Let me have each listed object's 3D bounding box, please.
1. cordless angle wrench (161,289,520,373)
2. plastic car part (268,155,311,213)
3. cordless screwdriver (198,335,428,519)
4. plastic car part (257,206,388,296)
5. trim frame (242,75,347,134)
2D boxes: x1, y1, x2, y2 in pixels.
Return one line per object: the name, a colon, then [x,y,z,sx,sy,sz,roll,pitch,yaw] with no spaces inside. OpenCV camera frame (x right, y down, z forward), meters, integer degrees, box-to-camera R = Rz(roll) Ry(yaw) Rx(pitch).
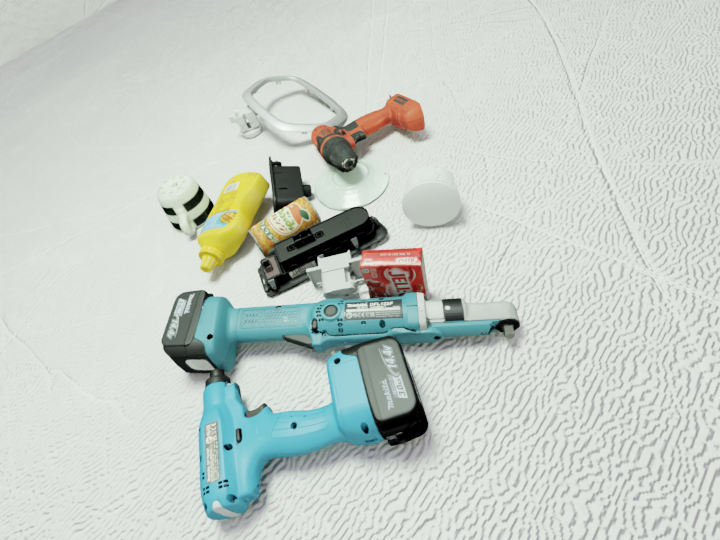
cordless angle wrench: [-0.033,0.066,0.523,0.431,0.071,0.100,-5,50,12]
plastic car part: [-0.121,-0.140,0.732,0.070,0.064,0.122,-10,51,-9]
cordless screwdriver: [-0.065,0.145,0.466,0.250,0.070,0.167,-24,48,4]
plastic car part: [-0.061,-0.040,0.625,0.202,0.064,0.070,-23,41,-4]
trim frame: [-0.140,-0.354,0.897,0.180,0.027,0.261,-29,55,-26]
